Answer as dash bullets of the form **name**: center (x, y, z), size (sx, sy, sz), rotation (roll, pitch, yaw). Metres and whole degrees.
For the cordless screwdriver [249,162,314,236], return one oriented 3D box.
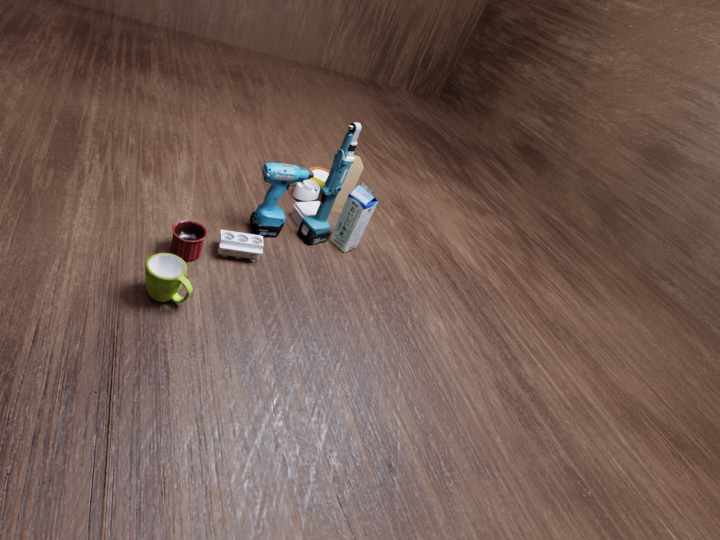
- **cordless screwdriver**: center (-0.249, -0.220, 1.317), size (0.152, 0.247, 0.078), rotation (0, 44, -32)

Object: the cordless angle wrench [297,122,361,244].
- **cordless angle wrench**: center (-0.086, -0.264, 1.313), size (0.094, 0.419, 0.078), rotation (-16, 54, -44)
